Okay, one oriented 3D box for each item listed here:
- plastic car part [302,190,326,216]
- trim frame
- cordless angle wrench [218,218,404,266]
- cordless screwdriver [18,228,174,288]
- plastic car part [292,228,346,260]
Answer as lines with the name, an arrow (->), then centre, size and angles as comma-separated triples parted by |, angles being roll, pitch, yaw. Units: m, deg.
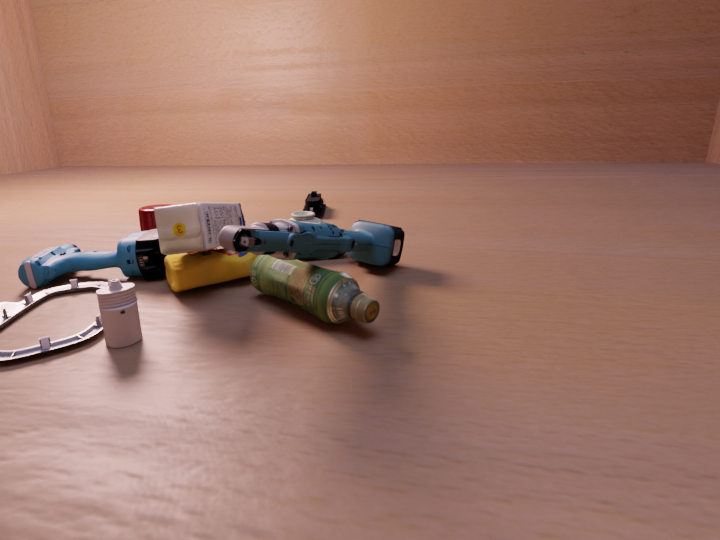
plastic car part -> -0.138, -0.200, 1.265 | 0.066, 0.066, 0.207 | 6, 22, -4
trim frame -> -0.433, 0.059, 0.600 | 0.183, 0.027, 0.255 | -4, 21, -5
cordless angle wrench -> -0.053, -0.044, 0.630 | 0.102, 0.074, 0.406 | 13, 8, 26
cordless screwdriver -> -0.468, -0.029, 0.786 | 0.247, 0.073, 0.164 | -7, 20, -5
plastic car part -> -0.084, -0.055, 0.860 | 0.114, 0.066, 0.073 | -2, 4, -13
